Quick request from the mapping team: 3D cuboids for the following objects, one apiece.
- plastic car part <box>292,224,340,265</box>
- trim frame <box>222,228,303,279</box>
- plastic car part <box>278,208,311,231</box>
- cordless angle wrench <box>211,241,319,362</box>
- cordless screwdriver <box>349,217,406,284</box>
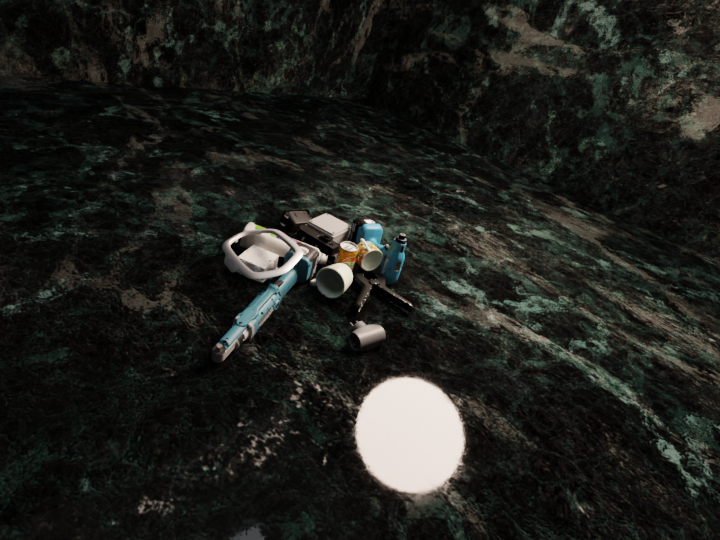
[{"bbox_3d":[-0.128,-0.083,1.304,0.213,0.065,0.065,29,40,27],"label":"plastic car part"},{"bbox_3d":[-0.257,-0.047,1.085,0.179,0.027,0.263,-24,41,-26],"label":"trim frame"},{"bbox_3d":[-0.201,-0.160,1.404,0.112,0.066,0.074,-8,53,-38],"label":"plastic car part"},{"bbox_3d":[-0.219,0.070,1.004,0.076,0.096,0.421,21,36,9],"label":"cordless angle wrench"},{"bbox_3d":[0.057,-0.090,1.291,0.072,0.156,0.262,-1,32,-27],"label":"cordless screwdriver"}]
